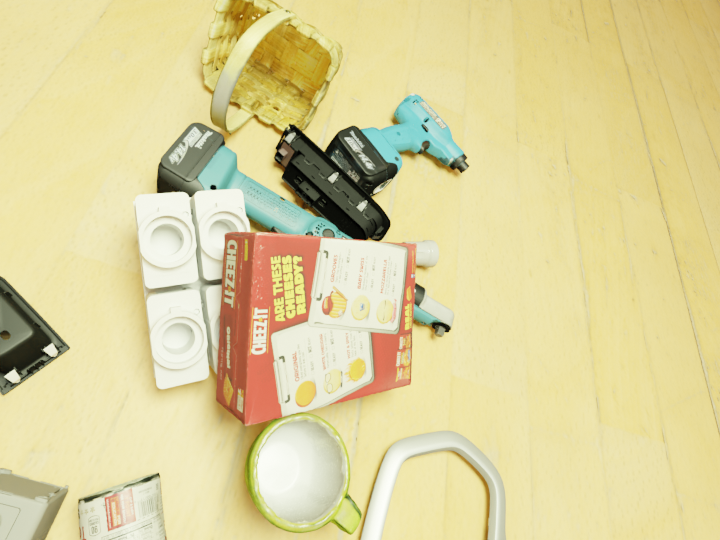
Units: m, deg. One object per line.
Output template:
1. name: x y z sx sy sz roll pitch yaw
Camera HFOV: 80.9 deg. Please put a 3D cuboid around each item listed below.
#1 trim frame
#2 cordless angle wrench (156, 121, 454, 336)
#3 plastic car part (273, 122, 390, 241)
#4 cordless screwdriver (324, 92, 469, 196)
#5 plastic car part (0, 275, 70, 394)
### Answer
1. trim frame: 0.085 0.303 0.457 0.182 0.027 0.251 24 57 -7
2. cordless angle wrench: -0.054 -0.035 0.549 0.417 0.075 0.098 31 59 -8
3. plastic car part: -0.044 -0.108 0.582 0.202 0.067 0.066 40 46 -1
4. cordless screwdriver: 0.065 -0.181 0.666 0.161 0.075 0.244 49 54 5
5. plastic car part: -0.341 0.045 0.393 0.117 0.072 0.065 48 56 1
